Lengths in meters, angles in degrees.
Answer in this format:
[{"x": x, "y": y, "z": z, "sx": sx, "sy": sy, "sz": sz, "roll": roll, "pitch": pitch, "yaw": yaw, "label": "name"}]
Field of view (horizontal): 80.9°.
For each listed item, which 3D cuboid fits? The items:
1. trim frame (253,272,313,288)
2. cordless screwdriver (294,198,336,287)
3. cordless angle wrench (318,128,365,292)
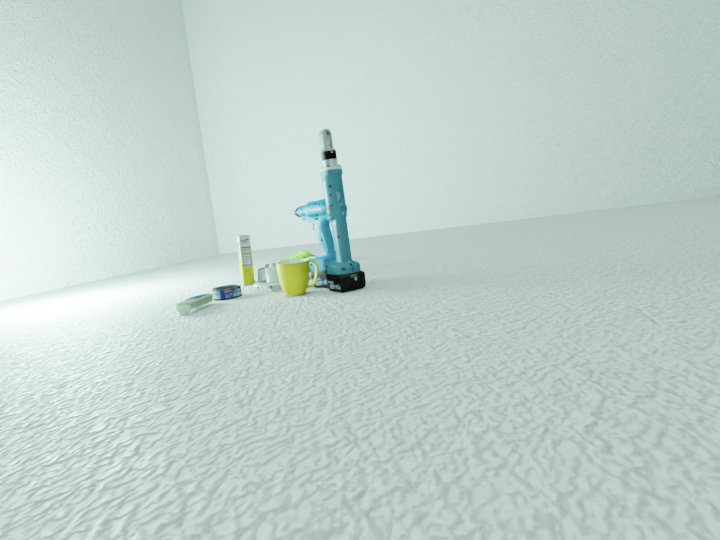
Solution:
[{"x": -0.220, "y": 0.032, "z": 1.346, "sx": 0.239, "sy": 0.027, "sz": 0.193, "roll": -13, "pitch": 9, "yaw": -34, "label": "trim frame"}, {"x": -0.120, "y": -0.079, "z": 1.231, "sx": 0.167, "sy": 0.247, "sz": 0.071, "roll": -4, "pitch": 5, "yaw": 42, "label": "cordless screwdriver"}, {"x": -0.064, "y": -0.158, "z": 1.108, "sx": 0.072, "sy": 0.421, "sz": 0.102, "roll": -10, "pitch": 4, "yaw": -30, "label": "cordless angle wrench"}]
